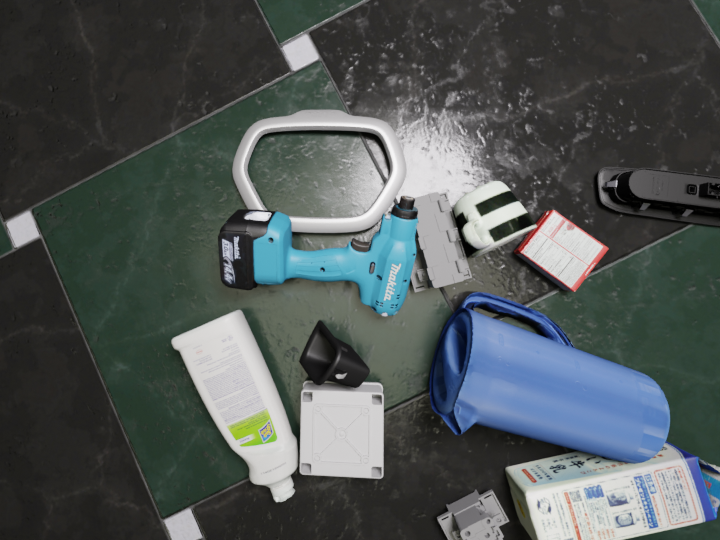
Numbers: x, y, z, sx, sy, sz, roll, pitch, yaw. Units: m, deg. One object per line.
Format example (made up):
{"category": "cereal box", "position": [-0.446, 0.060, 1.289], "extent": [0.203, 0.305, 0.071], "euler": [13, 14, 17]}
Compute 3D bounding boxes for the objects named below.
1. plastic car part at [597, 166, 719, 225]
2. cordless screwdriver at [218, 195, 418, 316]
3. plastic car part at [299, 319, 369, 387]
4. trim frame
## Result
{"category": "plastic car part", "position": [0.422, -0.099, 0.551], "extent": [0.206, 0.066, 0.066], "euler": [8, 95, 7]}
{"category": "cordless screwdriver", "position": [-0.054, -0.035, 0.547], "extent": [0.250, 0.075, 0.156], "euler": [10, 115, 3]}
{"category": "plastic car part", "position": [-0.027, 0.119, 0.547], "extent": [0.068, 0.121, 0.066], "euler": [25, 89, -22]}
{"category": "trim frame", "position": [-0.061, -0.144, 0.602], "extent": [0.252, 0.027, 0.185], "euler": [1, 84, 8]}
